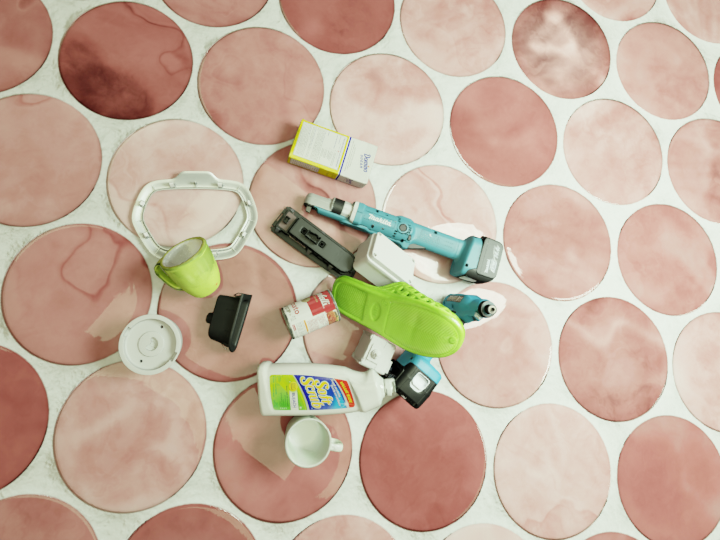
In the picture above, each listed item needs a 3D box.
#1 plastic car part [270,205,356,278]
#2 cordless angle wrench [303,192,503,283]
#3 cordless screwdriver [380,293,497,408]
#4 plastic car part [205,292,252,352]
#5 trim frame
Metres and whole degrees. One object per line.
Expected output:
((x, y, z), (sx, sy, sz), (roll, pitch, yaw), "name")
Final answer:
((-0.085, -0.056, 0.871), (0.201, 0.068, 0.066), (38, 71, -5), "plastic car part")
((0.083, -0.083, 0.895), (0.421, 0.074, 0.098), (19, 79, -3), "cordless angle wrench")
((0.156, 0.147, 0.823), (0.073, 0.162, 0.248), (42, 79, -9), "cordless screwdriver")
((-0.264, 0.094, 0.826), (0.072, 0.065, 0.117), (17, 83, 7), "plastic car part")
((-0.335, -0.111, 0.859), (0.246, 0.027, 0.186), (-1, 81, -7), "trim frame")
